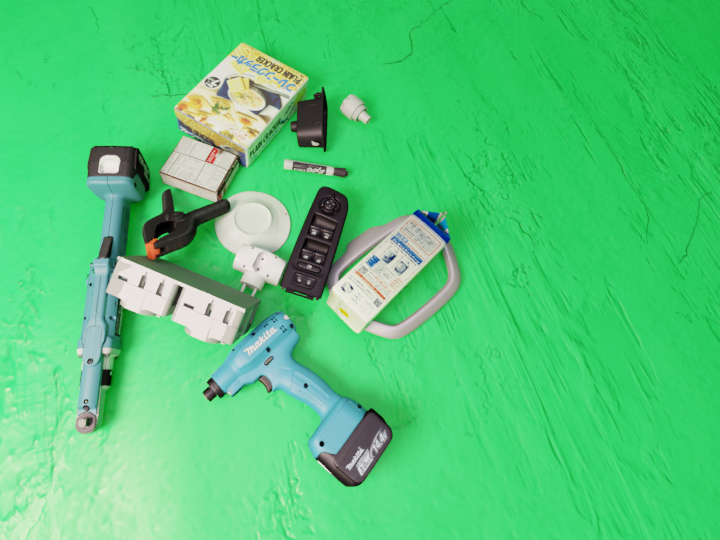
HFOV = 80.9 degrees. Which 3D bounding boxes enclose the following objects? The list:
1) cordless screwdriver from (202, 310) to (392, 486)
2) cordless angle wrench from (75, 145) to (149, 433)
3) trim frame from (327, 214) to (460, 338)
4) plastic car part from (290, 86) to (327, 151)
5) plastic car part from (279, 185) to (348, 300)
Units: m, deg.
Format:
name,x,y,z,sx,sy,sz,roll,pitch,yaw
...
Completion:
name,x,y,z,sx,sy,sz,roll,pitch,yaw
cordless screwdriver,-0.090,0.192,0.589,0.257,0.073,0.157,41,67,16
cordless angle wrench,-0.379,0.013,0.633,0.073,0.097,0.432,-2,70,-11
trim frame,0.059,0.004,0.718,0.245,0.027,0.189,-37,76,-19
plastic car part,-0.100,-0.287,0.819,0.072,0.064,0.119,1,68,8
plastic car part,-0.068,-0.045,0.700,0.067,0.065,0.205,14,68,5
